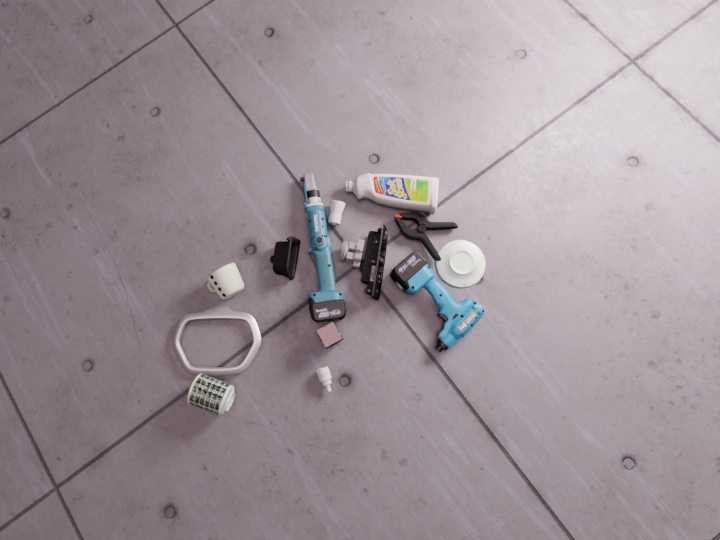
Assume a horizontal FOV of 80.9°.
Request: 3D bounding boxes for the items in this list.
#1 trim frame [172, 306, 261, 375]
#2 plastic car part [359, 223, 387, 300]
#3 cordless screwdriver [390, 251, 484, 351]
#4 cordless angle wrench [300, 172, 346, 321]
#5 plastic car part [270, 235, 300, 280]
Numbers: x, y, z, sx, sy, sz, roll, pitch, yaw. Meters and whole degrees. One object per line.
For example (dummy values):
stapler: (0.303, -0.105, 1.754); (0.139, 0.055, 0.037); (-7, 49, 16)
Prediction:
trim frame: (-0.392, 0.191, 1.152); (0.251, 0.027, 0.186); (-3, 79, 6)
plastic car part: (0.037, -0.025, 1.149); (0.070, 0.063, 0.204); (7, 79, 30)
cordless screwdriver: (0.180, 0.080, 1.106); (0.253, 0.073, 0.159); (43, 84, 7)
cordless angle wrench: (-0.114, -0.075, 1.166); (0.098, 0.073, 0.431); (-9, 75, 1)
plastic car part: (-0.215, -0.036, 1.173); (0.073, 0.063, 0.117); (8, 82, 19)
